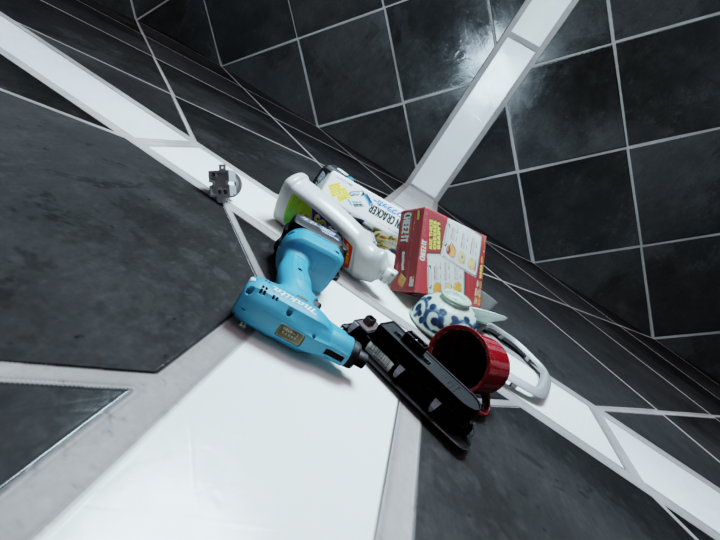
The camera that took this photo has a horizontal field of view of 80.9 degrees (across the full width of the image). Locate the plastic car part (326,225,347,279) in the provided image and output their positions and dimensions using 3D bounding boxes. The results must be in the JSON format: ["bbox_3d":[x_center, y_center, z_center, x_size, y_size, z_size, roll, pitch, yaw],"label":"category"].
[{"bbox_3d":[-0.070,-0.046,0.712,0.117,0.071,0.066,30,21,2],"label":"plastic car part"}]

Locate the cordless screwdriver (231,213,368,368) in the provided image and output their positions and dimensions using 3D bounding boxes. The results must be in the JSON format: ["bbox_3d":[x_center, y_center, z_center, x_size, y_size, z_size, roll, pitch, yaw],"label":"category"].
[{"bbox_3d":[-0.061,0.021,0.558,0.157,0.074,0.253,29,23,-10],"label":"cordless screwdriver"}]

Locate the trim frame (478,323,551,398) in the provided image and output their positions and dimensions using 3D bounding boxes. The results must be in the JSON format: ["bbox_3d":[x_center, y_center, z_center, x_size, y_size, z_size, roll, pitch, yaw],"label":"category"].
[{"bbox_3d":[0.272,0.158,0.798,0.192,0.027,0.238,40,22,22],"label":"trim frame"}]

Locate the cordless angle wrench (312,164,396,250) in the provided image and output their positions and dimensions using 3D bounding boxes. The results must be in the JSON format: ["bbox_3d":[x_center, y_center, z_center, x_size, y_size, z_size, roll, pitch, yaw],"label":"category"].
[{"bbox_3d":[0.058,-0.108,1.063,0.431,0.098,0.073,39,19,9],"label":"cordless angle wrench"}]

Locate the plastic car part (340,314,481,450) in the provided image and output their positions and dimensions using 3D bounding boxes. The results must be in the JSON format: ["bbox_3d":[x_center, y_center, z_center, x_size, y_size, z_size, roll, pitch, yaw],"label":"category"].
[{"bbox_3d":[0.067,0.121,0.522,0.213,0.067,0.063,45,15,28],"label":"plastic car part"}]
